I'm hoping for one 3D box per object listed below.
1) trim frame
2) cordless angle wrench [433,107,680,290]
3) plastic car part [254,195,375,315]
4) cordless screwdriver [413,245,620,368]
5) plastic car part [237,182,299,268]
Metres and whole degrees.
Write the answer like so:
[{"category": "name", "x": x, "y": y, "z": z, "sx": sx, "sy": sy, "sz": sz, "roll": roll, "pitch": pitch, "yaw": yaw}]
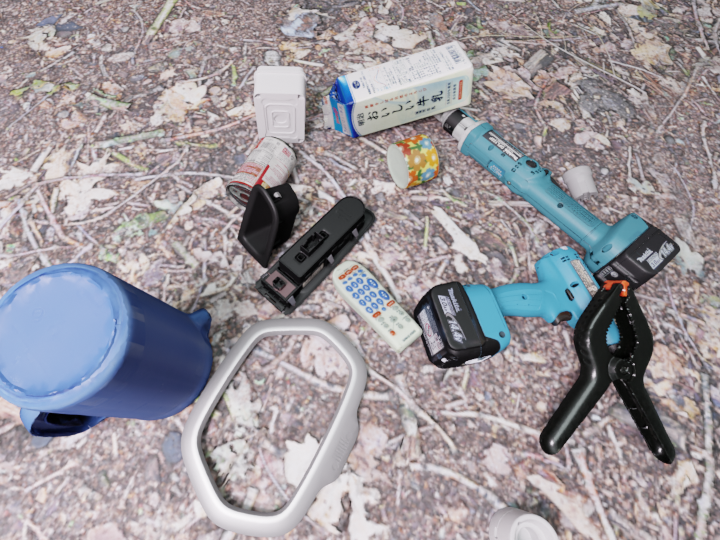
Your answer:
[{"category": "trim frame", "x": -0.095, "y": 0.167, "z": 0.494, "sx": 0.188, "sy": 0.027, "sz": 0.249, "roll": 24, "pitch": 62, "yaw": 11}, {"category": "cordless angle wrench", "x": 0.252, "y": -0.145, "z": 0.649, "sx": 0.096, "sy": 0.073, "sz": 0.440, "roll": -31, "pitch": 65, "yaw": -24}, {"category": "plastic car part", "x": -0.057, "y": -0.037, "z": 0.585, "sx": 0.069, "sy": 0.065, "sz": 0.201, "roll": 35, "pitch": 63, "yaw": 19}, {"category": "cordless screwdriver", "x": 0.206, "y": 0.068, "z": 0.535, "sx": 0.244, "sy": 0.073, "sz": 0.165, "roll": -14, "pitch": 65, "yaw": -14}, {"category": "plastic car part", "x": -0.116, "y": -0.071, "z": 0.578, "sx": 0.068, "sy": 0.116, "sz": 0.069, "roll": 45, "pitch": 44, "yaw": 15}]
